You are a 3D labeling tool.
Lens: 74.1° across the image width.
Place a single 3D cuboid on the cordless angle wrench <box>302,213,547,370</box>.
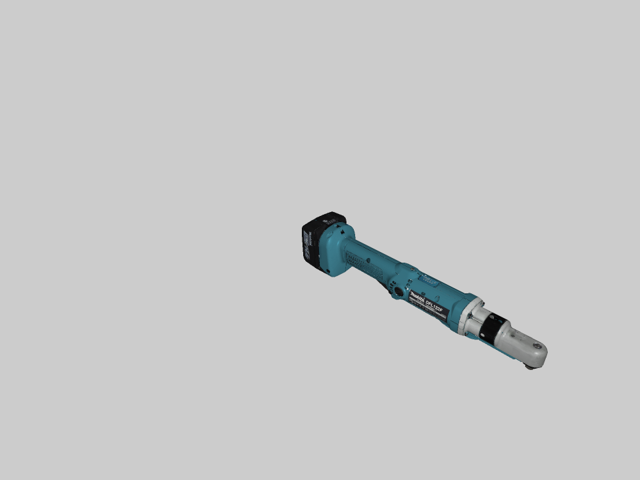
[{"bbox_3d":[0.138,0.070,0.665,0.074,0.098,0.423,-29,41,-35],"label":"cordless angle wrench"}]
